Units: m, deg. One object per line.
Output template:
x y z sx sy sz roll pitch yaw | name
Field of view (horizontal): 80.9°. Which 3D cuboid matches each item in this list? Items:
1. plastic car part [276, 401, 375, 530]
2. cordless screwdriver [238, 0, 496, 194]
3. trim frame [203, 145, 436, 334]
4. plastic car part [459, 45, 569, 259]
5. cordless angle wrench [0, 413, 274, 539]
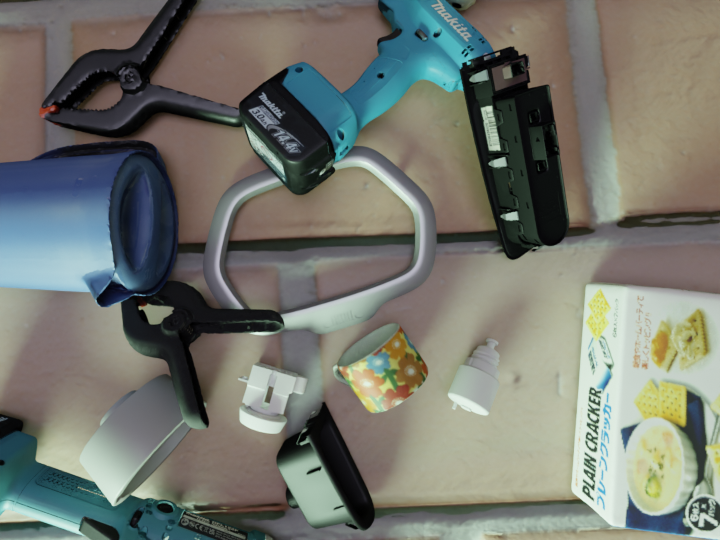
-0.042 0.204 0.413 0.072 0.065 0.116 -24 91 13 | plastic car part
-0.008 -0.199 0.422 0.247 0.073 0.163 -36 77 -9 | cordless screwdriver
-0.043 -0.028 0.441 0.248 0.027 0.185 -18 85 -2 | trim frame
0.157 -0.105 0.399 0.065 0.070 0.197 -25 112 -23 | plastic car part
-0.196 0.250 0.399 0.421 0.098 0.074 21 88 -2 | cordless angle wrench
